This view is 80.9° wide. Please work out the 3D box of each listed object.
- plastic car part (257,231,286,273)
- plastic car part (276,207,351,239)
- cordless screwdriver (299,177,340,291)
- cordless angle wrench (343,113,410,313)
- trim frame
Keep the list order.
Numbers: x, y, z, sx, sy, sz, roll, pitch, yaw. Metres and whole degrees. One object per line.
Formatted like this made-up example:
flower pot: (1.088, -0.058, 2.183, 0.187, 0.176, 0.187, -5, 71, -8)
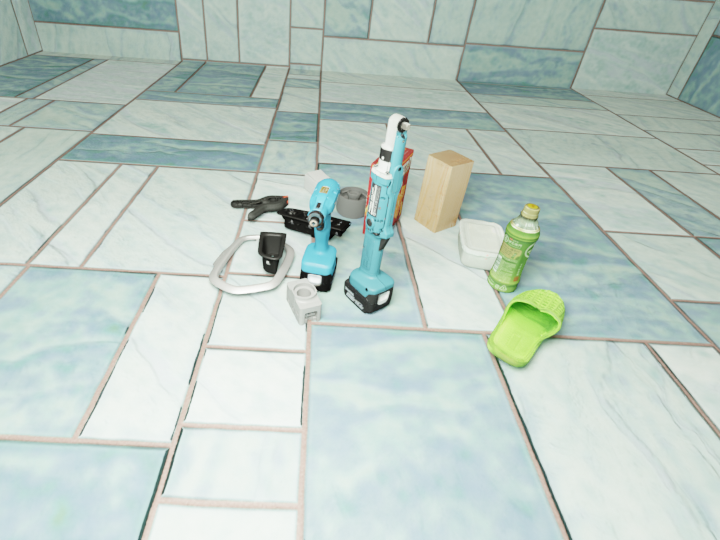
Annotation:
plastic car part: (-0.213, -0.035, 1.010, 0.065, 0.069, 0.120, 2, 37, -6)
plastic car part: (-0.129, -0.125, 1.140, 0.210, 0.065, 0.066, 19, 39, 19)
cordless screwdriver: (-0.089, -0.058, 0.909, 0.075, 0.242, 0.162, 10, 37, 3)
cordless angle wrench: (0.039, -0.099, 0.836, 0.072, 0.412, 0.103, -19, 44, -33)
trim frame: (-0.260, -0.020, 1.020, 0.187, 0.027, 0.252, 9, 37, 6)
